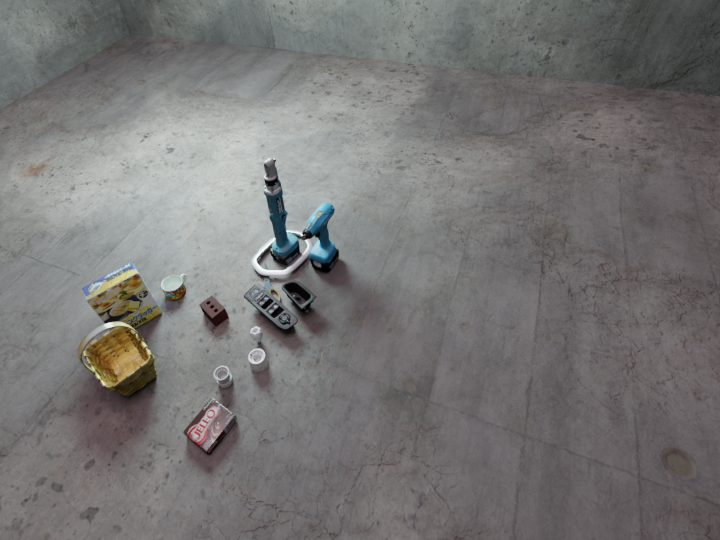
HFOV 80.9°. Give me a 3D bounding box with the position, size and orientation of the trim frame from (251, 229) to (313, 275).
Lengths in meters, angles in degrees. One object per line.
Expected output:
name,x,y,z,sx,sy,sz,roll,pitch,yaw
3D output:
trim frame,-0.284,-0.065,1.544,0.192,0.026,0.247,24,55,24

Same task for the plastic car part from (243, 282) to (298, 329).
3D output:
plastic car part,-0.283,0.128,1.348,0.213,0.065,0.065,33,58,29

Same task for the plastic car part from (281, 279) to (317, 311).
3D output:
plastic car part,-0.201,0.088,1.373,0.065,0.068,0.123,-36,56,-26

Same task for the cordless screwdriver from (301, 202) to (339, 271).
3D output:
cordless screwdriver,-0.138,-0.090,1.410,0.077,0.240,0.159,20,52,18

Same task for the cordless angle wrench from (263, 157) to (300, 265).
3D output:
cordless angle wrench,-0.273,-0.189,1.398,0.078,0.408,0.097,31,56,25
